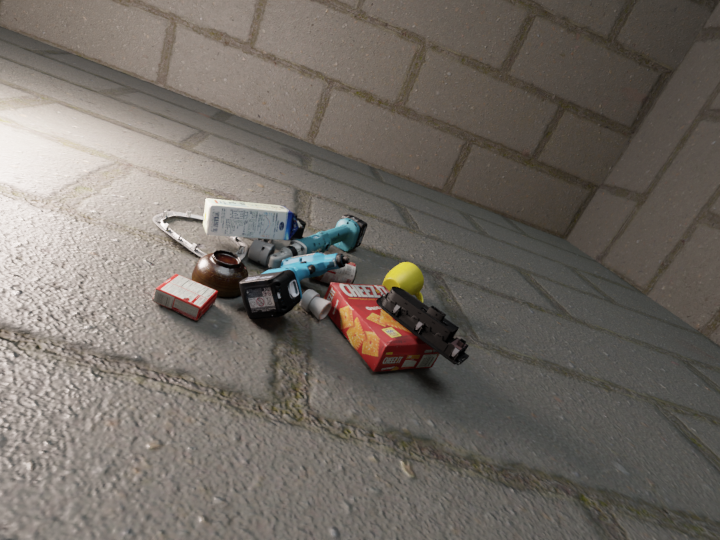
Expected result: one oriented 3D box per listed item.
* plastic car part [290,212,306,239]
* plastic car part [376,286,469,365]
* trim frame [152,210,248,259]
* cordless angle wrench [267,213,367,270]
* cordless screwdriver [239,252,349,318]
[{"bbox_3d":[-0.207,-0.131,1.206,0.112,0.070,0.069,7,28,-28],"label":"plastic car part"},{"bbox_3d":[0.118,0.095,0.815,0.213,0.066,0.064,31,28,30],"label":"plastic car part"},{"bbox_3d":[-0.377,-0.086,1.005,0.259,0.027,0.178,33,25,21],"label":"trim frame"},{"bbox_3d":[-0.112,-0.073,1.142,0.077,0.097,0.411,27,26,19],"label":"cordless angle wrench"},{"bbox_3d":[-0.125,0.015,0.858,0.164,0.073,0.246,-9,13,19],"label":"cordless screwdriver"}]
